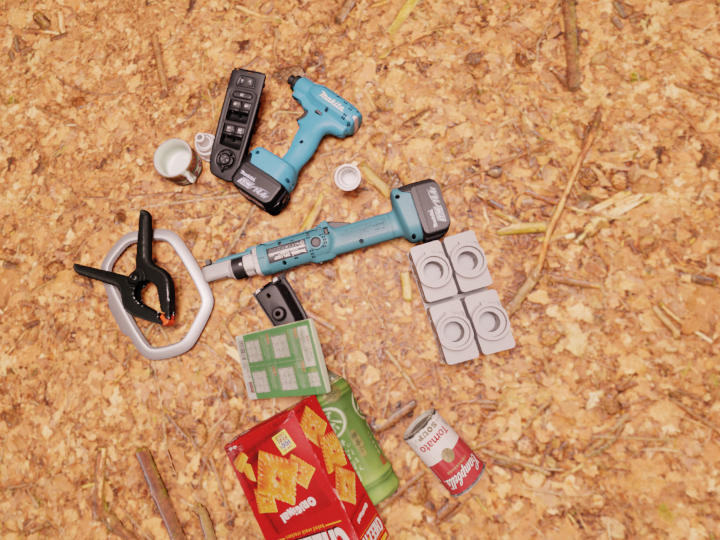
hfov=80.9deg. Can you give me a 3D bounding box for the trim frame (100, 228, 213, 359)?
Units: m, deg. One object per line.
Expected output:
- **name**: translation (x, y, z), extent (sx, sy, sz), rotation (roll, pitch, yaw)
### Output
- **trim frame**: translation (-0.369, 0.037, 0.759), extent (0.184, 0.027, 0.253), rotation (-35, 79, -1)

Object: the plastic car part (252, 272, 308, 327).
- **plastic car part**: translation (-0.132, 0.066, 0.699), extent (0.066, 0.069, 0.120), rotation (-34, 76, 0)

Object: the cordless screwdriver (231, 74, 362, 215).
- **cordless screwdriver**: translation (-0.131, -0.231, 0.755), extent (0.163, 0.073, 0.248), rotation (38, 82, 12)

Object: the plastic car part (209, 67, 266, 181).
- **plastic car part**: translation (-0.224, -0.259, 0.773), extent (0.066, 0.067, 0.203), rotation (15, 86, 0)

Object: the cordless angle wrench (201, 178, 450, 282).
- **cordless angle wrench**: translation (-0.070, -0.046, 0.714), extent (0.427, 0.072, 0.099), rotation (-16, 79, 7)
